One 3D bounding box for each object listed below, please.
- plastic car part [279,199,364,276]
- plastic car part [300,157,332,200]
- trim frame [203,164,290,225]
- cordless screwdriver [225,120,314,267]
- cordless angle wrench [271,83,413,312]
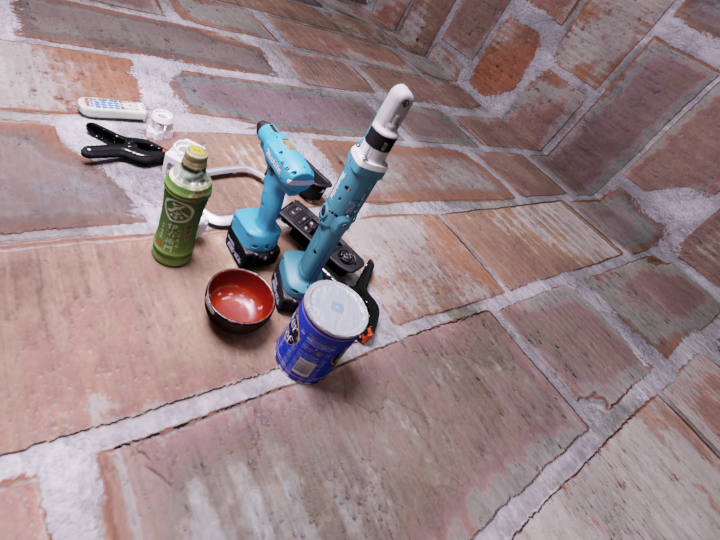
[{"bbox_3d":[-0.086,-0.056,0.876,0.207,0.067,0.065,38,39,10],"label":"plastic car part"},{"bbox_3d":[-0.130,-0.210,1.016,0.121,0.071,0.064,46,40,19],"label":"plastic car part"},{"bbox_3d":[-0.264,-0.163,0.916,0.240,0.027,0.191,-21,60,-44],"label":"trim frame"},{"bbox_3d":[-0.176,-0.131,0.757,0.071,0.248,0.166,-7,53,-40],"label":"cordless screwdriver"},{"bbox_3d":[-0.035,-0.089,0.658,0.071,0.422,0.102,8,45,-29],"label":"cordless angle wrench"}]
